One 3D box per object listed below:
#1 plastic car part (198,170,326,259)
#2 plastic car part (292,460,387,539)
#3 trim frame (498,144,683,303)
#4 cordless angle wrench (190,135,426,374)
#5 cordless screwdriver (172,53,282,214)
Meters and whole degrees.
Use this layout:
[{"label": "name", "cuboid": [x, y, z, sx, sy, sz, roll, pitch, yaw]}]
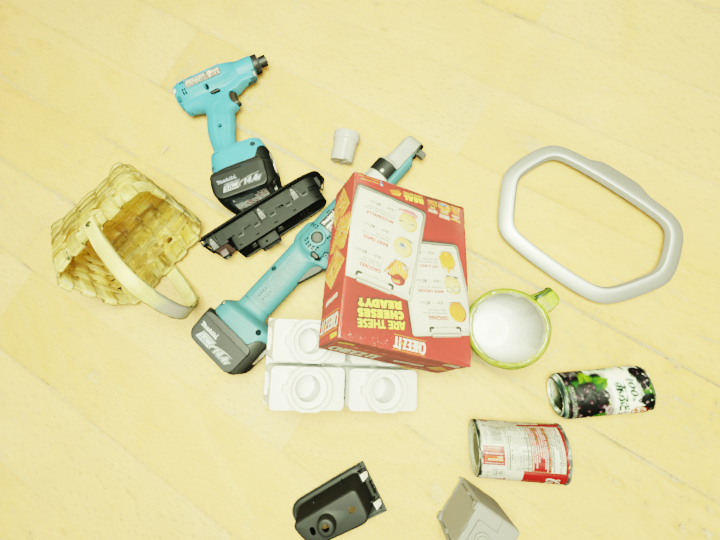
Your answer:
[{"label": "plastic car part", "cuboid": [-0.131, -0.074, 0.618, 0.202, 0.064, 0.070, -36, 67, -3]}, {"label": "plastic car part", "cuboid": [-0.033, 0.305, 0.530, 0.116, 0.069, 0.067, -28, 77, -2]}, {"label": "trim frame", "cuboid": [0.309, -0.068, 0.582, 0.256, 0.027, 0.184, 38, 87, 15]}, {"label": "cordless angle wrench", "cuboid": [-0.059, -0.039, 0.606, 0.100, 0.073, 0.422, 41, 84, 10]}, {"label": "cordless screwdriver", "cuboid": [-0.185, -0.222, 0.659, 0.159, 0.072, 0.256, -24, 73, 2]}]
